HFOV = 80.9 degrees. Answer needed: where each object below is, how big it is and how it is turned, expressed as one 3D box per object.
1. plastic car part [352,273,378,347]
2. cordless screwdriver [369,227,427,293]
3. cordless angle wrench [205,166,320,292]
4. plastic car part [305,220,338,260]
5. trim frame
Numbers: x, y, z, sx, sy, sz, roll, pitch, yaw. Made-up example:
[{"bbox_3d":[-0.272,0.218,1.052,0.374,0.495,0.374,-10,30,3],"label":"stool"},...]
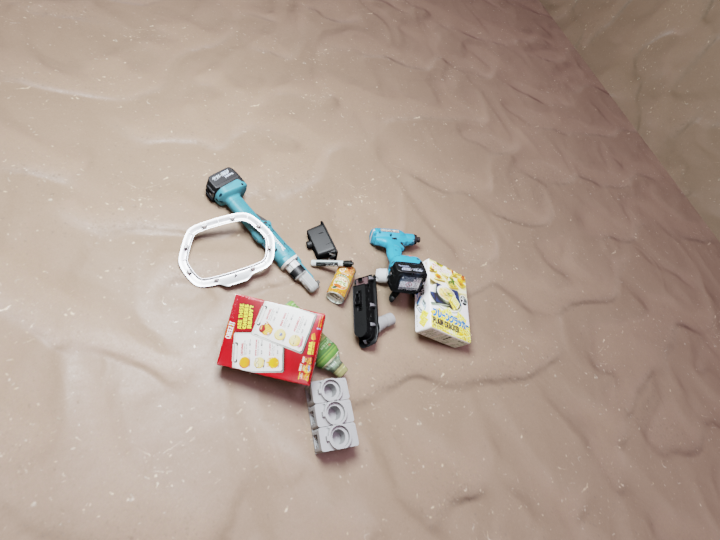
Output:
[{"bbox_3d":[0.010,0.102,1.135,0.063,0.068,0.208,39,41,-55],"label":"plastic car part"},{"bbox_3d":[0.129,-0.039,1.223,0.156,0.073,0.259,2,36,-15],"label":"cordless screwdriver"},{"bbox_3d":[-0.264,-0.102,1.166,0.429,0.074,0.096,48,55,8],"label":"cordless angle wrench"},{"bbox_3d":[-0.119,-0.078,1.216,0.070,0.065,0.121,-22,68,-17],"label":"plastic car part"},{"bbox_3d":[-0.343,-0.053,1.091,0.244,0.028,0.187,-17,81,-15],"label":"trim frame"}]
